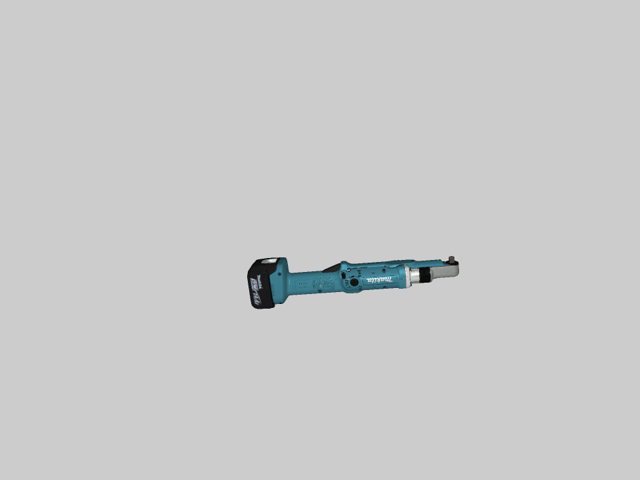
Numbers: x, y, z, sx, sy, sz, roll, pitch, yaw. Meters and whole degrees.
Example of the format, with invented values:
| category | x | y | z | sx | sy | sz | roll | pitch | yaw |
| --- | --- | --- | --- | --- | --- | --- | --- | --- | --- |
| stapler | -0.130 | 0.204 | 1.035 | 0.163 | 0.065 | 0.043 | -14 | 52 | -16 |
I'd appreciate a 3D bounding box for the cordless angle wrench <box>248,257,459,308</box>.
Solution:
| category | x | y | z | sx | sy | sz | roll | pitch | yaw |
| --- | --- | --- | --- | --- | --- | --- | --- | --- | --- |
| cordless angle wrench | 0.067 | 0.076 | 0.870 | 0.423 | 0.098 | 0.074 | -5 | 14 | 5 |
